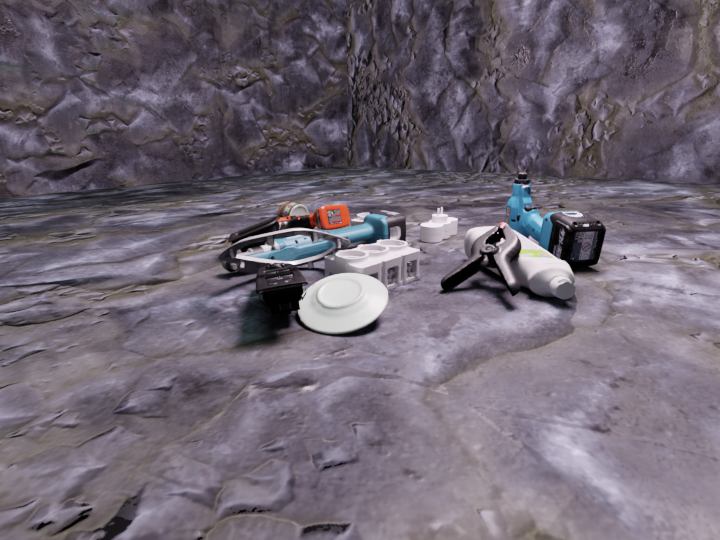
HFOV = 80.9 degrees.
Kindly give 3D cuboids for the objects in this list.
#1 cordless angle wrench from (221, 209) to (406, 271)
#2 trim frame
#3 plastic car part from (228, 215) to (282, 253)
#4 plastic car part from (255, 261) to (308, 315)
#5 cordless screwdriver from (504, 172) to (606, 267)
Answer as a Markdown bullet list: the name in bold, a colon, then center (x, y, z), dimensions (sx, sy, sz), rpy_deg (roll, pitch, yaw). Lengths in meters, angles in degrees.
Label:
- **cordless angle wrench**: center (-0.087, -0.057, 0.891), dimensions (0.408, 0.073, 0.103), rpy_deg (-15, 21, -31)
- **trim frame**: center (-0.123, -0.029, 0.719), dimensions (0.190, 0.028, 0.237), rpy_deg (-16, -10, 26)
- **plastic car part**: center (-0.218, -0.064, 0.912), dimensions (0.116, 0.069, 0.068), rpy_deg (-19, 19, -4)
- **plastic car part**: center (-0.117, 0.025, 0.628), dimensions (0.065, 0.066, 0.209), rpy_deg (-18, 16, -10)
- **cordless screwdriver**: center (0.377, -0.108, 0.863), dimensions (0.073, 0.156, 0.256), rpy_deg (-3, 19, -9)
